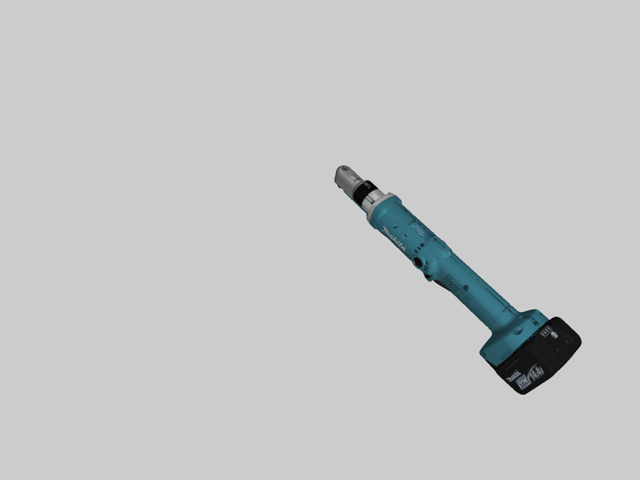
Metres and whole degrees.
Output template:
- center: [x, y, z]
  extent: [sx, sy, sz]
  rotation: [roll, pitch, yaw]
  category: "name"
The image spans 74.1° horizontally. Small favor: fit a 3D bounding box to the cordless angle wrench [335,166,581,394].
- center: [0.160, 0.023, 0.618]
  extent: [0.074, 0.422, 0.098]
  rotation: [-29, -28, -28]
  category: "cordless angle wrench"
